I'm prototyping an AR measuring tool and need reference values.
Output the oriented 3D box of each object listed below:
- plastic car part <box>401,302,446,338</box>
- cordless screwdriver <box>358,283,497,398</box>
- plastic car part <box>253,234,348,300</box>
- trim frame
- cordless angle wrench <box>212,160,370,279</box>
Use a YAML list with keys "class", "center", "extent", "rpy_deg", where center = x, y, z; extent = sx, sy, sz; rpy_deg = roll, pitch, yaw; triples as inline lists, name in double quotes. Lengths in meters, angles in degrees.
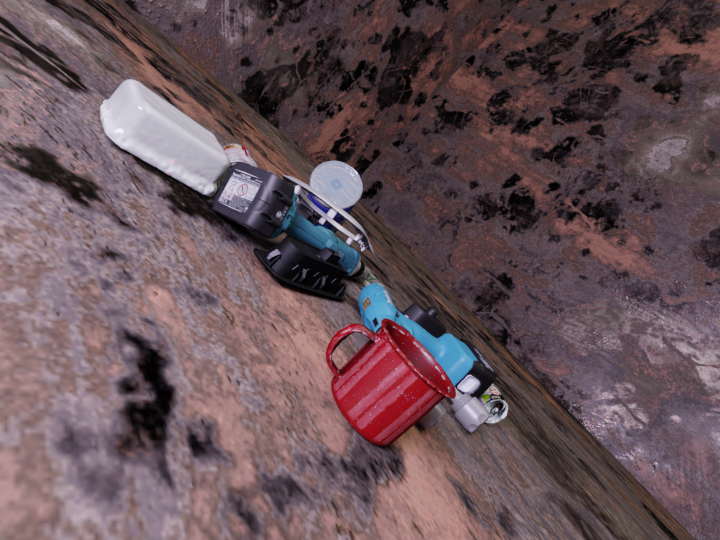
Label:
- class: "plastic car part"
  center: [0.127, 0.106, 0.841]
  extent: [0.110, 0.071, 0.069]
  rpy_deg: [40, 9, -33]
- class: "cordless screwdriver"
  center: [0.105, 0.126, 0.674]
  extent: [0.242, 0.074, 0.163]
  rpy_deg: [36, 12, -15]
- class: "plastic car part"
  center: [-0.067, -0.004, 0.588]
  extent: [0.069, 0.067, 0.193]
  rpy_deg: [56, 17, 23]
- class: "trim frame"
  center: [-0.048, -0.086, 0.700]
  extent: [0.189, 0.027, 0.243]
  rpy_deg: [36, -4, 10]
- class: "cordless angle wrench"
  center: [-0.068, -0.045, 0.700]
  extent: [0.103, 0.074, 0.401]
  rpy_deg: [25, -4, 28]
